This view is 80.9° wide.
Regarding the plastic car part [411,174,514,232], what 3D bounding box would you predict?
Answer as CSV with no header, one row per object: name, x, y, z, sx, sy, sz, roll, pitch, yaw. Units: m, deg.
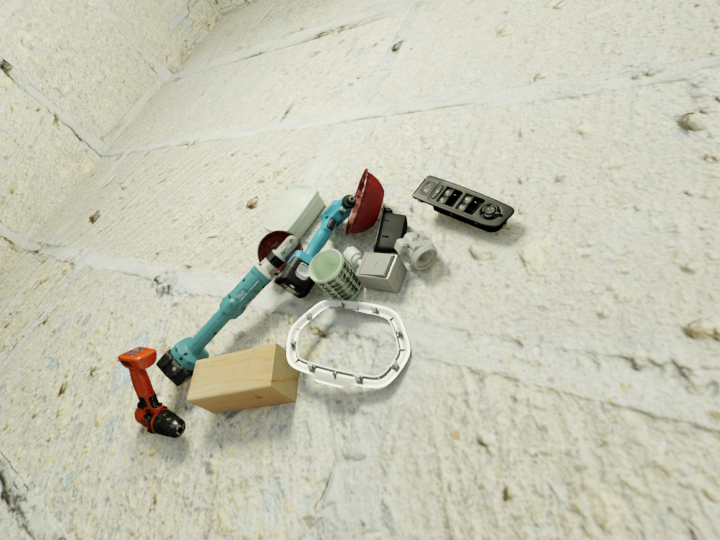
plastic car part,0.206,-0.127,0.857,0.215,0.064,0.066,29,67,40

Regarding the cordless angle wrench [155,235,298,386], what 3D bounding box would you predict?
cordless angle wrench,-0.290,0.080,0.968,0.423,0.075,0.097,-47,-1,2

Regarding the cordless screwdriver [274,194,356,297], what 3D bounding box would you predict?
cordless screwdriver,-0.094,-0.061,0.959,0.249,0.073,0.162,-61,13,-21

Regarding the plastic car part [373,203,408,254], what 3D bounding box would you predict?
plastic car part,0.074,-0.079,0.920,0.073,0.063,0.118,2,59,18

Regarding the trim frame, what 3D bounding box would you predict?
trim frame,-0.029,0.135,0.809,0.259,0.026,0.186,7,55,24
